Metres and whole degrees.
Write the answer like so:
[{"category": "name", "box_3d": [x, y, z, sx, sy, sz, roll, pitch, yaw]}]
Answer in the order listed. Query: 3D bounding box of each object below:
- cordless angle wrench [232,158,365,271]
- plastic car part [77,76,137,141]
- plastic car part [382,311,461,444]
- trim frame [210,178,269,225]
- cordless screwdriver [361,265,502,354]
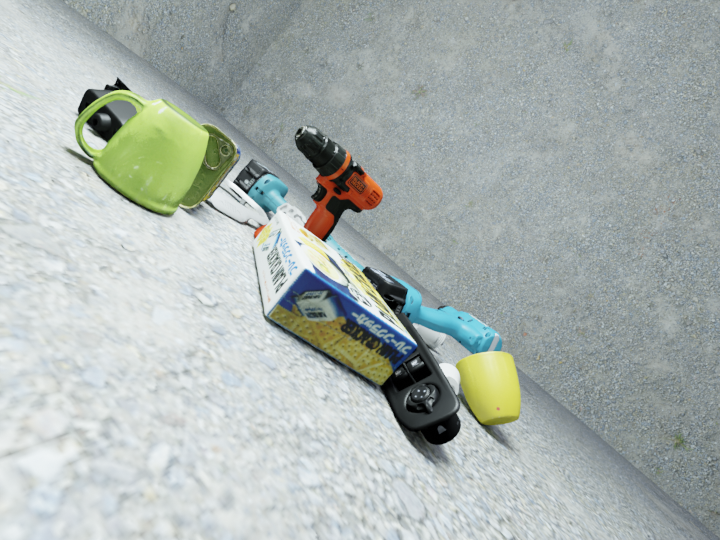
[{"category": "cordless angle wrench", "box_3d": [-0.080, -0.053, 0.823, 0.435, 0.074, 0.095, 43, 8, 14]}, {"category": "plastic car part", "box_3d": [-0.314, -0.192, 0.543, 0.119, 0.066, 0.069, 44, 23, 12]}, {"category": "plastic car part", "box_3d": [0.056, 0.121, 0.475, 0.208, 0.066, 0.065, -121, -174, -74]}, {"category": "trim frame", "box_3d": [-0.243, -0.140, 0.691, 0.195, 0.027, 0.234, 44, 6, 40]}, {"category": "cordless screwdriver", "box_3d": [0.099, 0.067, 0.718, 0.240, 0.074, 0.165, 22, 9, -21]}]
